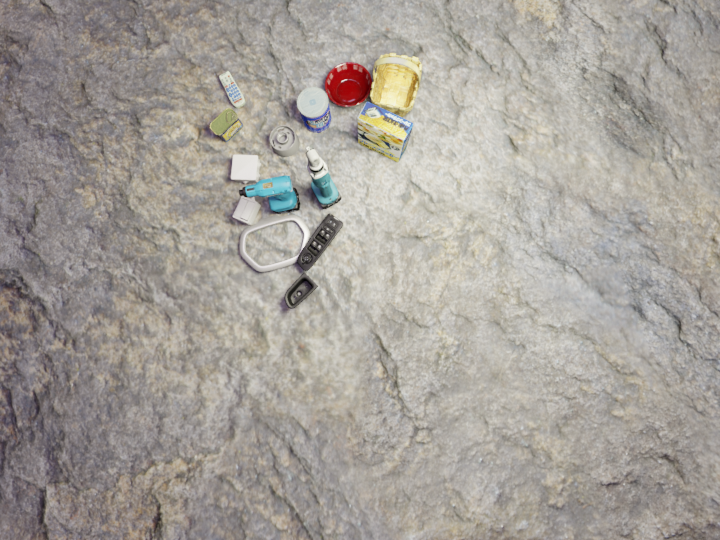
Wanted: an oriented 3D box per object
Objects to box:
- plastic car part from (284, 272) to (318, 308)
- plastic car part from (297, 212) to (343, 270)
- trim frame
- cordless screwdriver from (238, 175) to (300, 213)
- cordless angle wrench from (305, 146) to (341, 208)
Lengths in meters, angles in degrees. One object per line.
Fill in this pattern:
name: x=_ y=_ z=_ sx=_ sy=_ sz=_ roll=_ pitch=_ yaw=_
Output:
plastic car part: x=-0.199 y=0.070 z=1.392 sx=0.067 sy=0.070 sz=0.116 roll=45 pitch=89 yaw=6
plastic car part: x=-0.137 y=-0.090 z=1.406 sx=0.067 sy=0.066 sz=0.203 roll=37 pitch=88 yaw=6
trim frame: x=-0.293 y=-0.098 z=1.442 sx=0.250 sy=0.027 sz=0.186 roll=-18 pitch=82 yaw=4
cordless screwdriver: x=-0.281 y=-0.238 z=1.348 sx=0.160 sy=0.246 sz=0.075 roll=-9 pitch=86 yaw=1
cordless angle wrench: x=-0.117 y=-0.272 z=1.248 sx=0.074 sy=0.418 sz=0.099 roll=-29 pitch=87 yaw=-1
